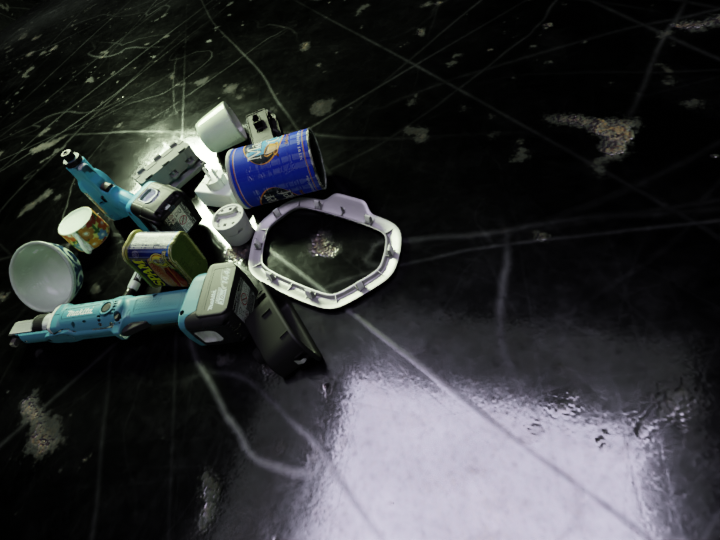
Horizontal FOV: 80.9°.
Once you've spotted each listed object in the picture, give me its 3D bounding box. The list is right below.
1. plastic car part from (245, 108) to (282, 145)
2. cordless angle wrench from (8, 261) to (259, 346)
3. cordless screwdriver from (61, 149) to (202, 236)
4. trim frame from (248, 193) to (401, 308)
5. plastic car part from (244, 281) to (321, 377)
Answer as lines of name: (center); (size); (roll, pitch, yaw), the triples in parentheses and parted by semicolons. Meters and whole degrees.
plastic car part: (-0.184, -0.258, 0.815); (0.066, 0.064, 0.212); (-18, 53, -4)
cordless angle wrench: (-0.359, 0.069, 0.628); (0.433, 0.070, 0.100); (-8, 52, 17)
cordless screwdriver: (-0.406, -0.131, 0.738); (0.261, 0.152, 0.074); (19, 62, 28)
trim frame: (-0.061, -0.040, 0.626); (0.262, 0.026, 0.184); (20, 63, 33)
plastic car part: (-0.108, 0.083, 0.535); (0.071, 0.062, 0.123); (-40, 54, 7)
